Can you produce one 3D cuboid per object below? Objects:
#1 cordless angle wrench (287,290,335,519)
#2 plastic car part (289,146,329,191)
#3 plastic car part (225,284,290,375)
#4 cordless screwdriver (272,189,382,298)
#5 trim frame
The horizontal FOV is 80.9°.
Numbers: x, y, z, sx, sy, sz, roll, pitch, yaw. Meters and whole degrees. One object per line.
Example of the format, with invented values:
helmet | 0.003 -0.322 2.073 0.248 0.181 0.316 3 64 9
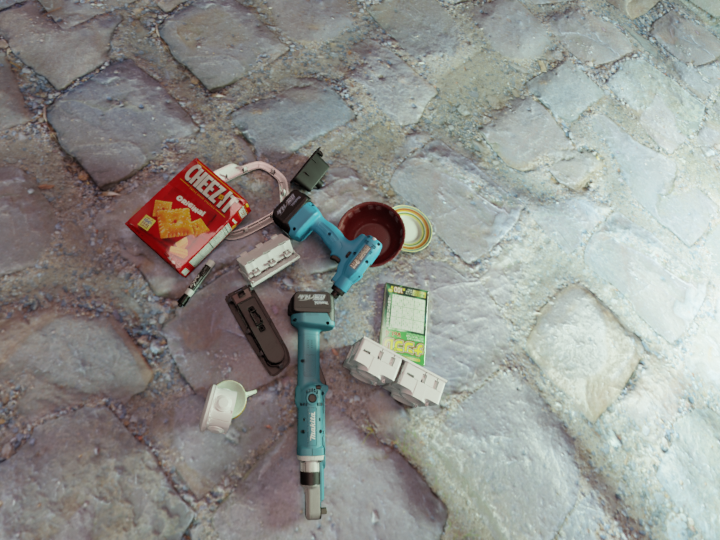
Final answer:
cordless angle wrench | -0.099 0.256 0.851 0.096 0.074 0.432 2 69 -12
plastic car part | -0.121 -0.241 1.067 0.069 0.067 0.116 36 68 -13
plastic car part | -0.210 0.120 0.893 0.065 0.067 0.207 -25 77 -28
cordless screwdriver | -0.094 -0.061 0.961 0.256 0.072 0.159 35 83 14
trim frame | -0.287 -0.176 1.021 0.244 0.027 0.189 -32 75 -19
